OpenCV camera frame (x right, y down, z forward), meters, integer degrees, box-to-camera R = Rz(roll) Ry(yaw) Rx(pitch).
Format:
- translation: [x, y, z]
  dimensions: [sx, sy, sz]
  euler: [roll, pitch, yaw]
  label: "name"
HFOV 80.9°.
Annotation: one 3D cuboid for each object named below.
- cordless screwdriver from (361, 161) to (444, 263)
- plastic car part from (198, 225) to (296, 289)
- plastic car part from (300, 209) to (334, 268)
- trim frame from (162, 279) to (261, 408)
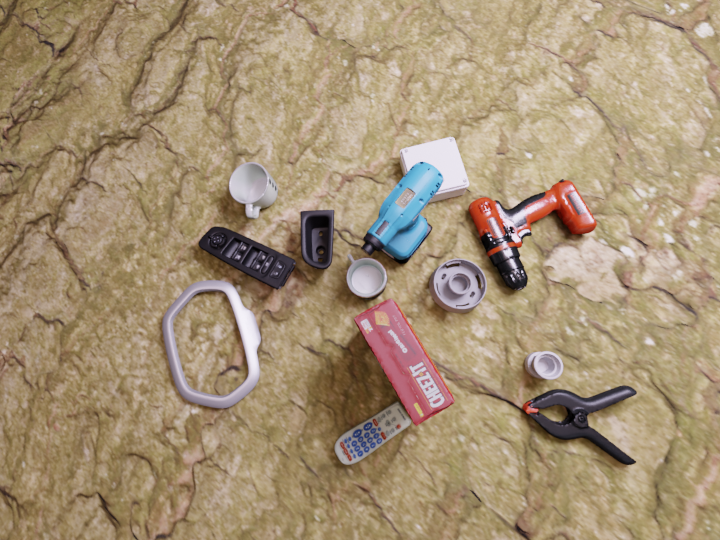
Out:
- translation: [0.061, -0.067, 0.713]
  dimensions: [0.076, 0.243, 0.159]
  euler: [38, 83, 10]
  label: "cordless screwdriver"
- translation: [-0.223, -0.028, 0.836]
  dimensions: [0.208, 0.065, 0.066]
  euler: [25, 80, 13]
  label: "plastic car part"
- translation: [-0.080, -0.052, 0.820]
  dimensions: [0.067, 0.069, 0.118]
  euler: [-2, 76, 5]
  label: "plastic car part"
- translation: [-0.288, 0.139, 0.820]
  dimensions: [0.184, 0.027, 0.255]
  euler: [-22, 73, 2]
  label: "trim frame"
